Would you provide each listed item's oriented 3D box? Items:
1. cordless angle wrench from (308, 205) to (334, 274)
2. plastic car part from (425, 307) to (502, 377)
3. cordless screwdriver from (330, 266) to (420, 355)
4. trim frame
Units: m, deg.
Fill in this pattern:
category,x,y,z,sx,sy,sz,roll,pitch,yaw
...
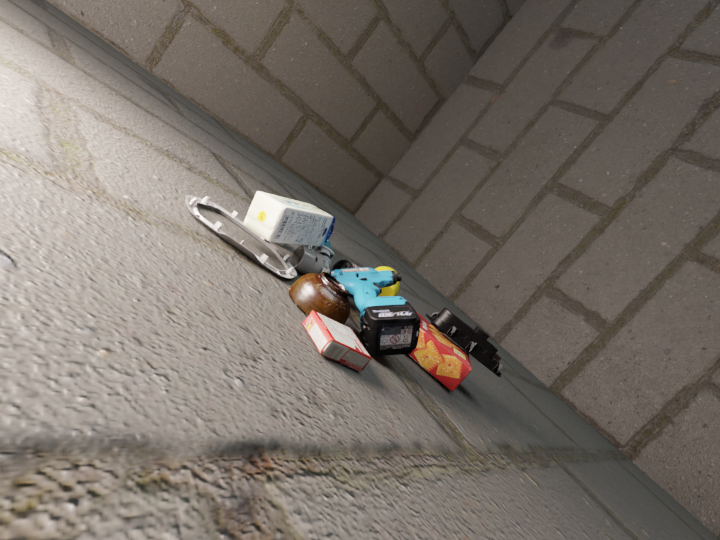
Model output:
category,x,y,z,sx,sy,sz,roll,pitch,yaw
cordless angle wrench,-0.104,-0.068,1.063,0.072,0.098,0.434,33,13,-18
plastic car part,0.237,0.150,0.936,0.201,0.067,0.067,34,14,-4
cordless screwdriver,0.043,0.060,0.819,0.156,0.073,0.260,-5,24,-16
trim frame,-0.216,-0.065,0.785,0.243,0.027,0.188,38,9,-13
